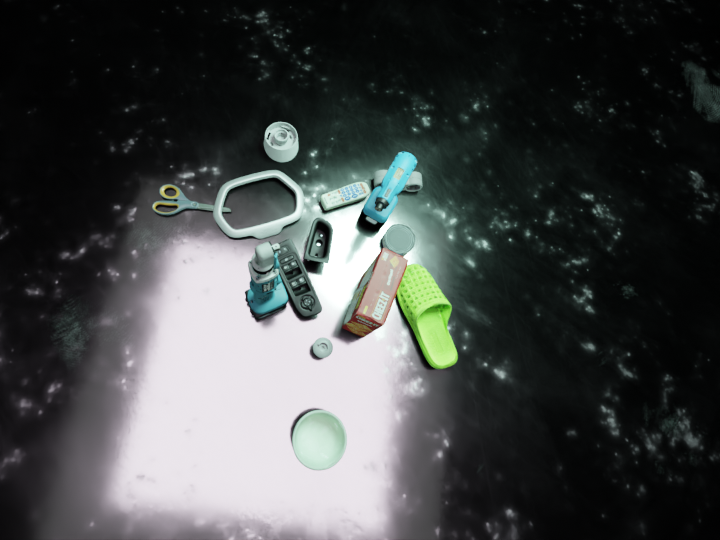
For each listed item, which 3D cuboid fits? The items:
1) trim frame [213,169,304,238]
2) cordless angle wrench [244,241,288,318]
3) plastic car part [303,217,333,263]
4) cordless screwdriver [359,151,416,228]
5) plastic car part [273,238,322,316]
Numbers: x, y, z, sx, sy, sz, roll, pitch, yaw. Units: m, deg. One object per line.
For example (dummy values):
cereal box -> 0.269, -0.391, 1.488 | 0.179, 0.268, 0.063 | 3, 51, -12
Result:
trim frame -> -0.274, -0.178, 1.143 | 0.245, 0.027, 0.188 | -18, 74, -12
cordless angle wrench -> -0.198, 0.022, 0.876 | 0.096, 0.421, 0.076 | -22, 80, -17
plastic car part -> -0.108, -0.070, 1.102 | 0.065, 0.070, 0.118 | 12, 71, -6
cordless screwdriver -> 0.056, -0.175, 1.063 | 0.074, 0.248, 0.159 | 30, 71, -2
plastic car part -> -0.164, 0.026, 1.065 | 0.065, 0.066, 0.208 | -24, 76, -15
